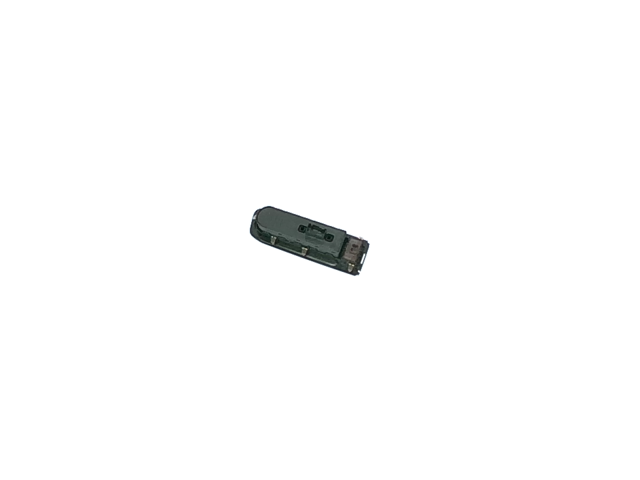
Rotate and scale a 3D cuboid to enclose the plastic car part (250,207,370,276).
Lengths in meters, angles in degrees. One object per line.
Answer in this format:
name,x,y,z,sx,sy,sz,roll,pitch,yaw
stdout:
plastic car part,-0.022,-0.007,0.690,0.203,0.066,0.067,18,-15,9
